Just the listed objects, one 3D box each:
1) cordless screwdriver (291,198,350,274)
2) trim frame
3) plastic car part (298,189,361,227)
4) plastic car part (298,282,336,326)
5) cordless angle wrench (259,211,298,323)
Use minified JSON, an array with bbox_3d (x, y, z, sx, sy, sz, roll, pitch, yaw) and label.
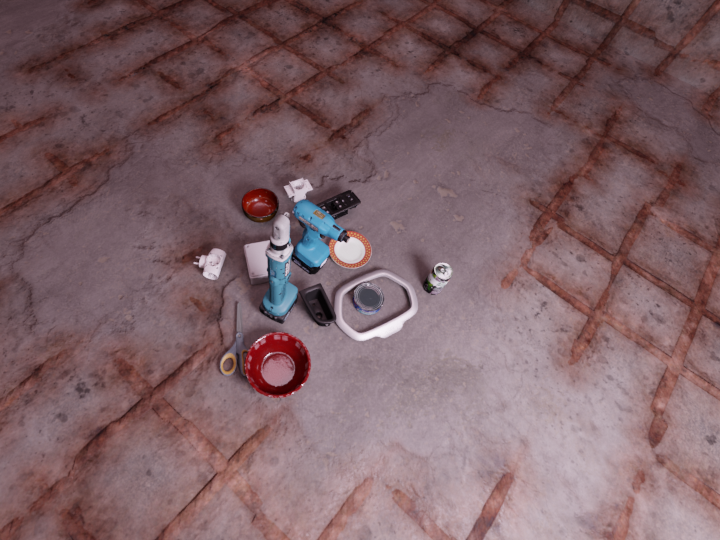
[{"bbox_3d":[-0.111,-0.072,1.133,0.163,0.244,0.074,36,61,11],"label":"cordless screwdriver"},{"bbox_3d":[0.041,0.095,1.175,0.244,0.027,0.191,-25,65,-19],"label":"trim frame"},{"bbox_3d":[-0.102,-0.179,1.300,0.199,0.066,0.069,-25,67,-19],"label":"plastic car part"},{"bbox_3d":[-0.113,0.105,1.129,0.065,0.069,0.121,-21,65,-19],"label":"plastic car part"},{"bbox_3d":[-0.188,0.002,0.981,0.075,0.416,0.098,28,60,5],"label":"cordless angle wrench"}]
